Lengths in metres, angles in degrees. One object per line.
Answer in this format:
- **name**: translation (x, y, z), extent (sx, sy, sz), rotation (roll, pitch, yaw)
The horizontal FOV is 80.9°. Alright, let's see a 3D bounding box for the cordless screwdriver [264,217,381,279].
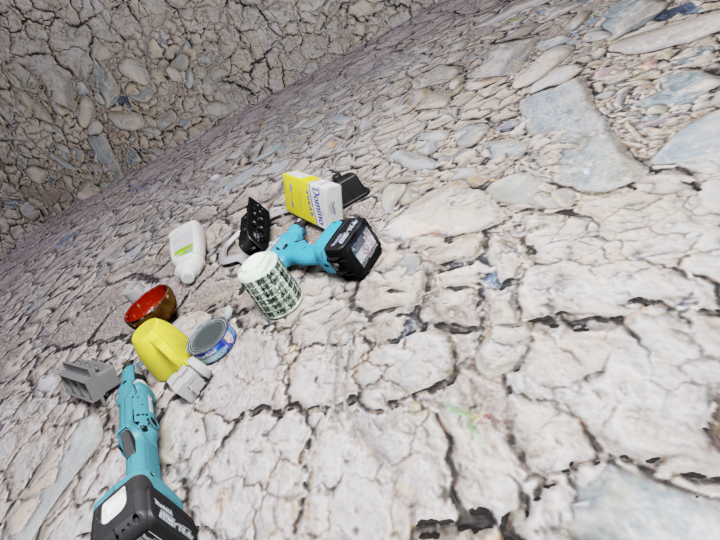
- **cordless screwdriver**: translation (-0.078, -0.051, 0.800), extent (0.260, 0.071, 0.159), rotation (-4, 42, 41)

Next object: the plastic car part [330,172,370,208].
- **plastic car part**: translation (-0.046, -0.181, 0.944), extent (0.117, 0.068, 0.069), rotation (-30, 32, 7)

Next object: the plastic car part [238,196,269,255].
- **plastic car part**: translation (-0.248, -0.097, 0.966), extent (0.067, 0.063, 0.212), rotation (-37, 32, 8)

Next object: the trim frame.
- **trim frame**: translation (-0.235, -0.083, 1.008), extent (0.254, 0.026, 0.188), rotation (-17, 35, 19)

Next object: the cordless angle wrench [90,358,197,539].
- **cordless angle wrench**: translation (-0.323, 0.239, 0.614), extent (0.074, 0.094, 0.445), rotation (-40, 30, -14)
